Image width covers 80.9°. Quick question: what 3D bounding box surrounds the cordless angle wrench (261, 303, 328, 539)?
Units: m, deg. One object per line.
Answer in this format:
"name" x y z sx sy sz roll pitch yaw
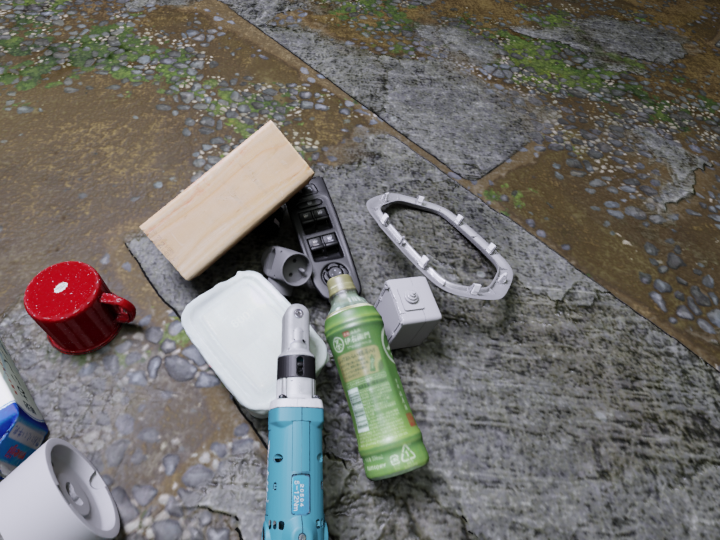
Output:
"cordless angle wrench" -0.057 0.230 0.361 0.072 0.098 0.435 5 61 -17

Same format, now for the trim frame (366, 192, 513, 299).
"trim frame" 0.112 -0.047 0.614 0.177 0.027 0.262 -7 44 -30

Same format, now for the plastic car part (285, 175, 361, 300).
"plastic car part" -0.059 -0.039 0.604 0.065 0.066 0.212 -12 58 -18

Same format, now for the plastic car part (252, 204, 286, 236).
"plastic car part" -0.174 -0.104 0.640 0.116 0.069 0.067 12 53 -2
